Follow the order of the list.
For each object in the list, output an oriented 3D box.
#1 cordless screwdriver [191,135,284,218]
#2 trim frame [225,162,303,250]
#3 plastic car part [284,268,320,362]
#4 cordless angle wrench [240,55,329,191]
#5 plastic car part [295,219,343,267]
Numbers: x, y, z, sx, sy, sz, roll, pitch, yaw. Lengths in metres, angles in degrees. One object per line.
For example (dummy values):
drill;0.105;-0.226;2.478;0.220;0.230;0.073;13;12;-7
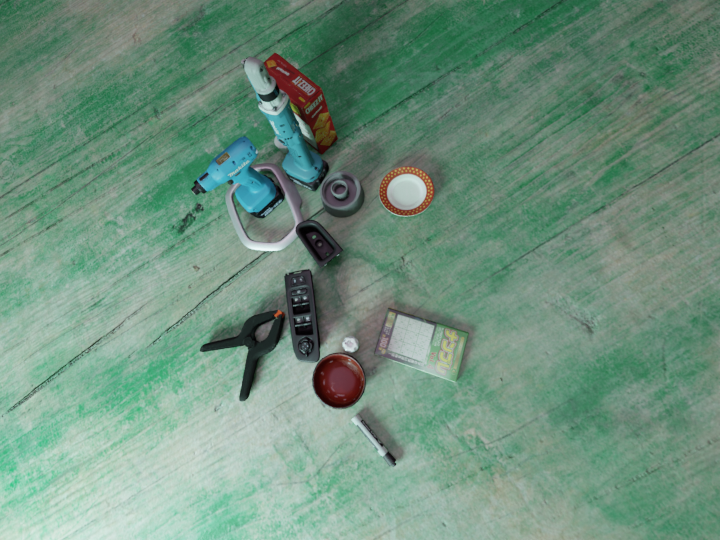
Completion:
cordless screwdriver;-0.276;-0.191;0.973;0.159;0.241;0.077;-40;75;-3
trim frame;-0.242;-0.162;1.071;0.185;0.026;0.256;-27;71;3
plastic car part;-0.125;0.104;0.949;0.067;0.065;0.207;-10;72;6
cordless angle wrench;-0.153;-0.293;0.889;0.101;0.410;0.074;28;81;12
plastic car part;-0.097;-0.063;0.990;0.066;0.068;0.121;-38;72;-2
